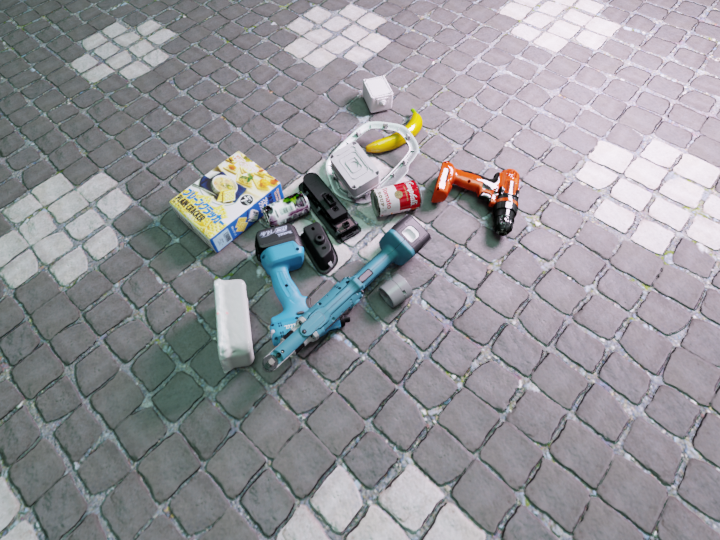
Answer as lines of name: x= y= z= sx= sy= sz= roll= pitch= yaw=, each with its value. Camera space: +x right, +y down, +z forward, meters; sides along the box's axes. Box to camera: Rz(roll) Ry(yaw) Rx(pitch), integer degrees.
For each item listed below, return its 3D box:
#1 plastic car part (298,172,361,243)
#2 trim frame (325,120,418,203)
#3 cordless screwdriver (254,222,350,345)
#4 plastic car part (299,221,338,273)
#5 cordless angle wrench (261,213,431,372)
plastic car part: x=-0.082 y=-0.159 z=0.987 sx=0.066 sy=0.064 sz=0.213 roll=-34 pitch=61 yaw=-9
trim frame: x=0.028 y=-0.272 z=1.039 sx=0.191 sy=0.027 sz=0.247 roll=41 pitch=79 yaw=18
cordless screwdriver: x=-0.128 y=0.023 z=0.875 sx=0.156 sy=0.073 sz=0.258 roll=-13 pitch=63 yaw=-13
plastic car part: x=-0.090 y=-0.059 z=0.921 sx=0.065 sy=0.068 sz=0.122 roll=-25 pitch=59 yaw=-11
cordless angle wrench: x=-0.026 y=0.043 z=0.812 sx=0.075 sy=0.098 sz=0.417 roll=46 pitch=64 yaw=4
